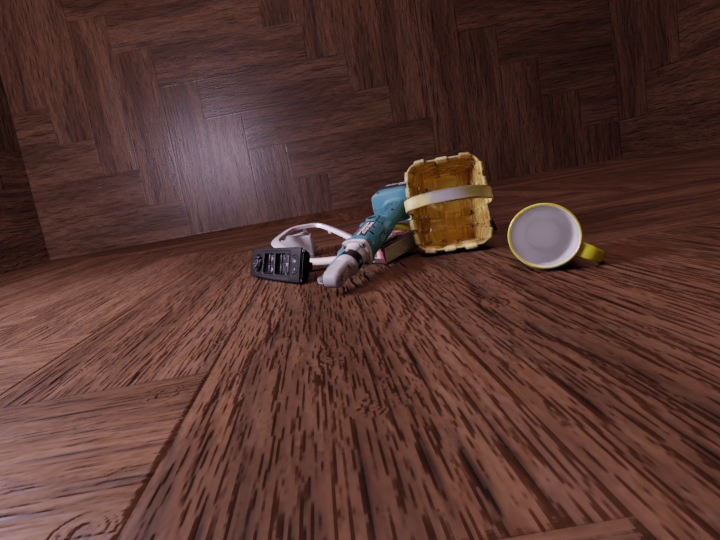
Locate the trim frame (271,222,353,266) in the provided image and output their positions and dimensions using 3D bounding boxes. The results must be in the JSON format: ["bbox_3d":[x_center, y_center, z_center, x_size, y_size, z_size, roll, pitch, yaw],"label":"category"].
[{"bbox_3d":[-0.094,-0.062,0.963,0.179,0.027,0.263,-24,31,-30],"label":"trim frame"}]

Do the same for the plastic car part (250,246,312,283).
[{"bbox_3d":[-0.157,-0.014,0.851,0.064,0.066,0.213,-5,5,-43],"label":"plastic car part"}]

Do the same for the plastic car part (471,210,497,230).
[{"bbox_3d":[0.241,-0.126,0.951,0.064,0.119,0.072,-15,-14,-32],"label":"plastic car part"}]

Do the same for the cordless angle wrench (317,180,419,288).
[{"bbox_3d":[0.027,-0.075,0.797,0.101,0.072,0.419,-6,24,25],"label":"cordless angle wrench"}]
